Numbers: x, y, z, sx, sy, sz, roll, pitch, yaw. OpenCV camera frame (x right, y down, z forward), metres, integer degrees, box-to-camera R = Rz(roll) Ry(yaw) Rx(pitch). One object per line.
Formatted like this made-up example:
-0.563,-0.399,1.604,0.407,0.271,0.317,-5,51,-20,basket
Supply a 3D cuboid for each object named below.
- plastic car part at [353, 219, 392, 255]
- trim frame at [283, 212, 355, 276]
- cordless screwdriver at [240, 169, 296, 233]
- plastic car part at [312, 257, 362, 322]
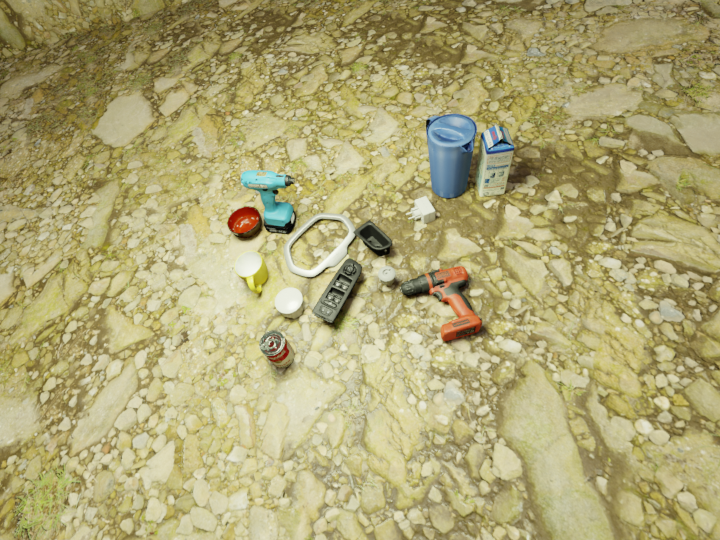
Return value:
0.043,-0.081,1.239,0.065,0.068,0.123,-37,57,-12,plastic car part
-0.128,-0.084,1.308,0.194,0.026,0.247,34,71,30,trim frame
-0.251,-0.210,1.291,0.164,0.238,0.075,7,59,15,cordless screwdriver
-0.055,0.059,1.175,0.069,0.064,0.203,18,64,22,plastic car part
